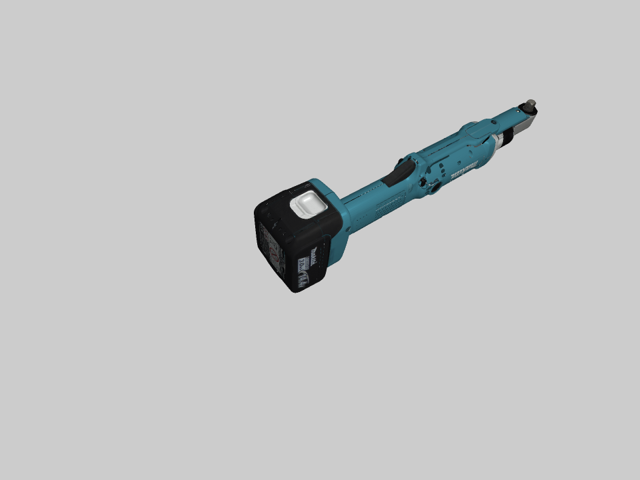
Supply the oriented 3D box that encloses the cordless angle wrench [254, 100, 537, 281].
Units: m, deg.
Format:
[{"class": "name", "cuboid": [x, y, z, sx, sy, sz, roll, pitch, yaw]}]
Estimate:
[{"class": "cordless angle wrench", "cuboid": [0.121, -0.081, 0.515, 0.422, 0.074, 0.098, -29, -29, -22]}]
